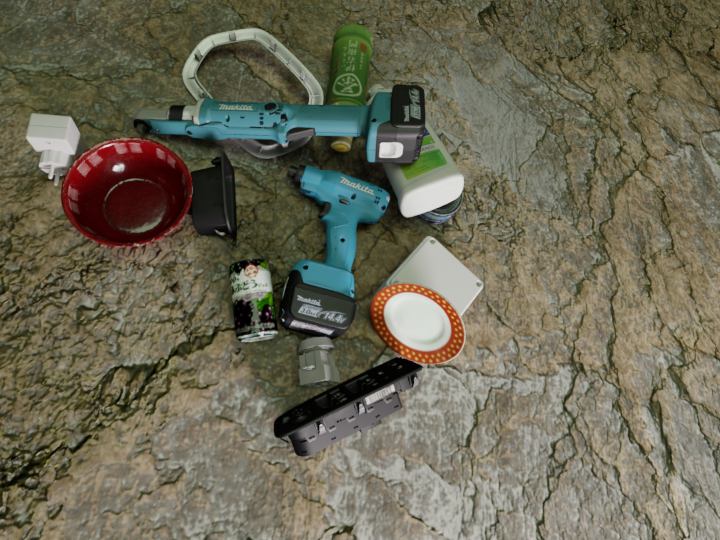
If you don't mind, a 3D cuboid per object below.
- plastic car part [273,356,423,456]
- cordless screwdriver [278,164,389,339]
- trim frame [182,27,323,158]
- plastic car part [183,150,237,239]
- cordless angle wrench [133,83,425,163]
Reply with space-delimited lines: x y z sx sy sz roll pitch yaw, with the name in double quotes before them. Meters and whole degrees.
"plastic car part" -0.015 0.176 0.542 0.198 0.069 0.066 -17 103 -19
"cordless screwdriver" -0.059 -0.039 0.603 0.158 0.074 0.252 19 64 -6
"trim frame" -0.173 -0.291 0.681 0.183 0.027 0.251 -42 85 -8
"plastic car part" -0.216 -0.101 0.604 0.071 0.065 0.119 -4 75 0
"cordless angle wrench" -0.126 -0.216 0.616 0.428 0.072 0.100 4 61 6
